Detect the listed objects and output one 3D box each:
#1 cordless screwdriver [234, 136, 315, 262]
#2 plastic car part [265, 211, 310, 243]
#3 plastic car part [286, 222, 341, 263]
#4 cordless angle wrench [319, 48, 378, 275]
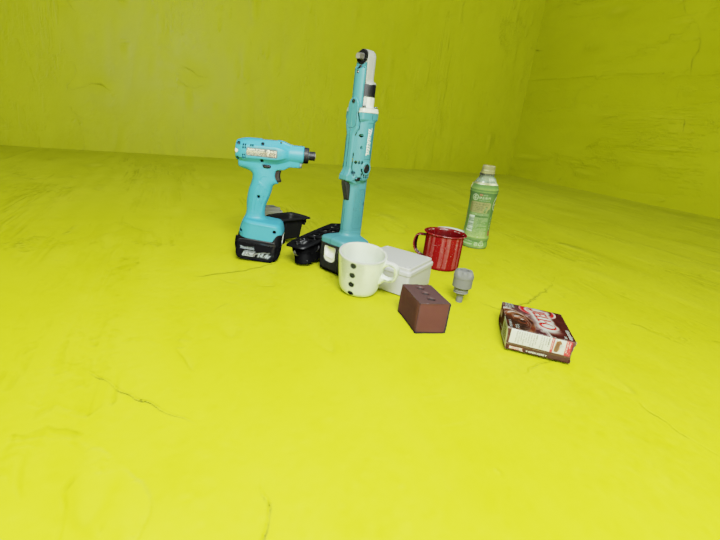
[{"bbox_3d":[-0.181,-0.143,0.874,0.159,0.245,0.076,6,17,-2],"label":"cordless screwdriver"},{"bbox_3d":[-0.184,-0.101,1.019,0.069,0.070,0.112,17,22,30],"label":"plastic car part"},{"bbox_3d":[-0.091,-0.060,0.932,0.069,0.066,0.197,15,21,26],"label":"plastic car part"},{"bbox_3d":[-0.010,-0.199,0.821,0.079,0.417,0.094,22,22,40],"label":"cordless angle wrench"}]
